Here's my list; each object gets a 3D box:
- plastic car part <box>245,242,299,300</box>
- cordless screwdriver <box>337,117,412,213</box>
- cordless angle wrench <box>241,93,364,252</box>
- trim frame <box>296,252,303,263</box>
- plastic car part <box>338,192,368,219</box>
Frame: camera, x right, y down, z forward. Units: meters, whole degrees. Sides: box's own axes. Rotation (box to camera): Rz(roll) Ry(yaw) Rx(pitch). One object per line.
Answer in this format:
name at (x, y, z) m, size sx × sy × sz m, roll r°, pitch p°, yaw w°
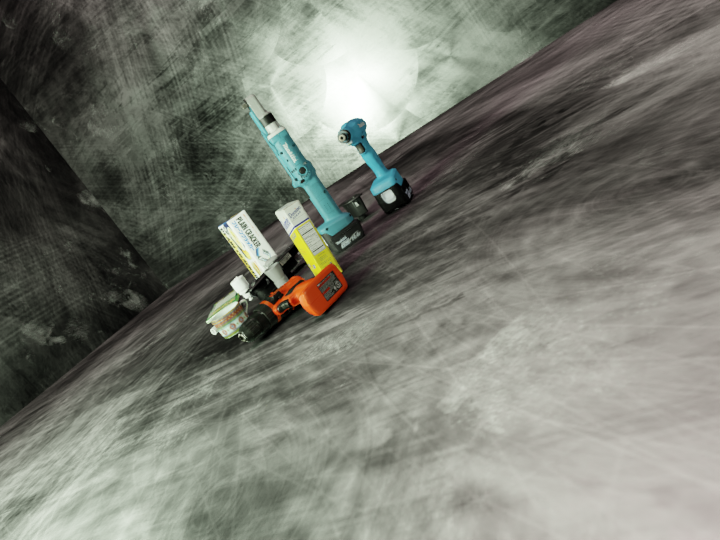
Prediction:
plastic car part at (-0.222, 0.008, 1.104) m, size 0.068 × 0.065 × 0.200 m, roll -19°, pitch 22°, yaw 49°
cordless screwdriver at (0.030, -0.258, 1.044) m, size 0.076 × 0.244 × 0.159 m, roll -29°, pitch 13°, yaw 27°
cordless angle wrench at (-0.143, -0.236, 1.016) m, size 0.097 × 0.415 × 0.076 m, roll -35°, pitch 11°, yaw -6°
trim frame at (-0.119, -0.078, 1.215) m, size 0.255 × 0.027 × 0.183 m, roll -24°, pitch 19°, yaw 33°
plastic car part at (-0.011, -0.179, 1.215) m, size 0.066 × 0.069 × 0.119 m, roll -36°, pitch 15°, yaw -5°
